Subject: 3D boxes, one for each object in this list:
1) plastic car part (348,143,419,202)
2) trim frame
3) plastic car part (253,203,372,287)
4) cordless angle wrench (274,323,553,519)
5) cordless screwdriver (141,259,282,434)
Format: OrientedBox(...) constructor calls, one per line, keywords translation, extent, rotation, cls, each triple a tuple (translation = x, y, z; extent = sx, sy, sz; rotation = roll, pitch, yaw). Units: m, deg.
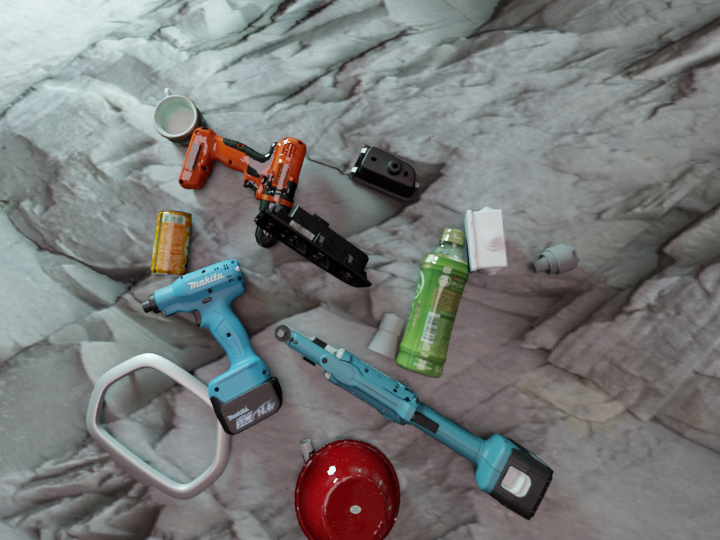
OrientedBox(translation=(0.045, -0.159, 0.675), extent=(0.119, 0.070, 0.066), rotation=(27, 87, 8), cls="plastic car part")
OrientedBox(translation=(-0.317, 0.244, 0.667), extent=(0.251, 0.027, 0.184), rotation=(31, 84, 5), cls="trim frame")
OrientedBox(translation=(-0.064, -0.042, 0.654), extent=(0.199, 0.067, 0.067), rotation=(38, 58, -11), cls="plastic car part")
OrientedBox(translation=(0.054, 0.195, 0.624), extent=(0.432, 0.096, 0.074), rotation=(29, 85, 11), cls="cordless angle wrench")
OrientedBox(translation=(-0.223, 0.120, 0.645), extent=(0.157, 0.074, 0.253), rotation=(-21, 79, -10), cls="cordless screwdriver")
